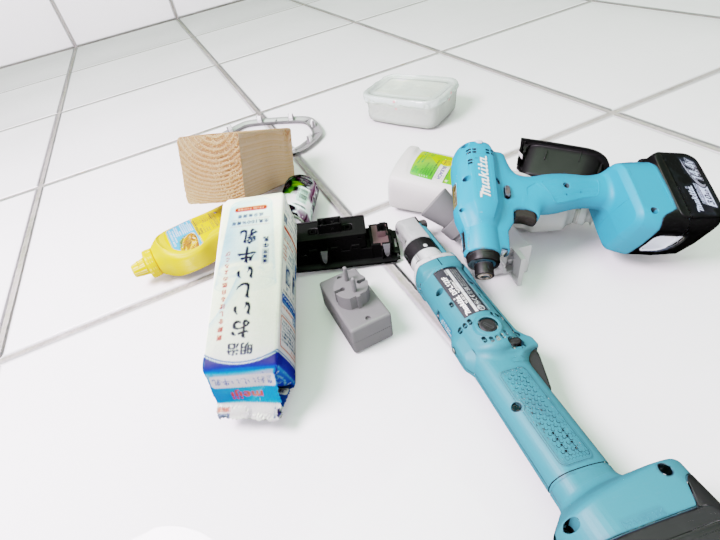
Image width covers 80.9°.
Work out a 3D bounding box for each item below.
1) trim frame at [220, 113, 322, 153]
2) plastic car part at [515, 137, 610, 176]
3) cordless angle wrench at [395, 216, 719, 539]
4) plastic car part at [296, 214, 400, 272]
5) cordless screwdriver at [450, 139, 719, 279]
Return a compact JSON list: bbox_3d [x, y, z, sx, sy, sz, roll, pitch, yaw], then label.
[{"bbox_3d":[-0.199,-0.277,0.871,0.255,0.026,0.187,3,46,15],"label":"trim frame"},{"bbox_3d":[0.268,-0.128,0.578,0.122,0.063,0.071,21,66,27],"label":"plastic car part"},{"bbox_3d":[0.120,0.068,0.394,0.097,0.071,0.444,-18,40,-7],"label":"cordless angle wrench"},{"bbox_3d":[-0.054,-0.035,0.555,0.205,0.064,0.068,-9,49,8],"label":"plastic car part"},{"bbox_3d":[0.225,-0.056,0.446,0.250,0.072,0.163,4,62,3],"label":"cordless screwdriver"}]
